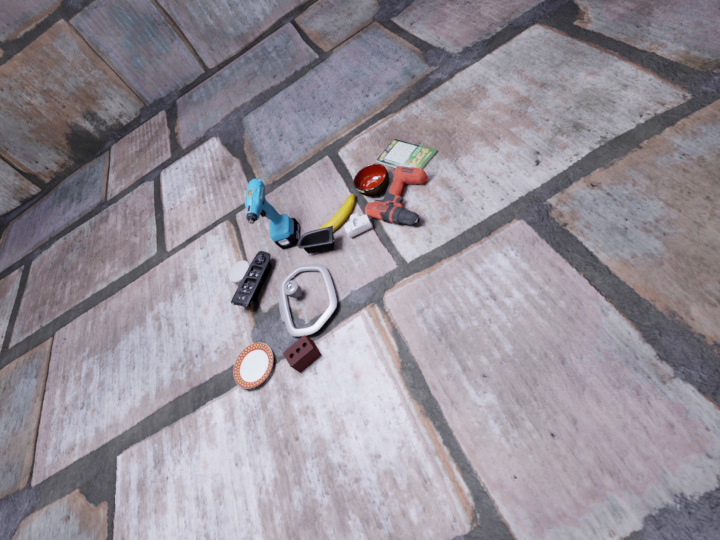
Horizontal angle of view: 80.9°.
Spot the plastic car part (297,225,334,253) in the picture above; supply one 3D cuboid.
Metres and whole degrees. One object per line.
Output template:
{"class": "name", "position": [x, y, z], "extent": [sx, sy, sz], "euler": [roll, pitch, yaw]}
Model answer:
{"class": "plastic car part", "position": [-0.127, -0.083, 1.297], "extent": [0.120, 0.067, 0.068], "euler": [-13, 53, 21]}

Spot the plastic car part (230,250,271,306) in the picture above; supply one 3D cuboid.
{"class": "plastic car part", "position": [-0.330, 0.030, 1.334], "extent": [0.069, 0.063, 0.205], "euler": [0, 58, 29]}

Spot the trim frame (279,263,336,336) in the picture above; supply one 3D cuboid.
{"class": "trim frame", "position": [-0.159, 0.080, 1.228], "extent": [0.186, 0.026, 0.260], "euler": [-29, 49, 9]}

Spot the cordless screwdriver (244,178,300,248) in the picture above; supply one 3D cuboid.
{"class": "cordless screwdriver", "position": [-0.278, -0.152, 1.318], "extent": [0.076, 0.235, 0.164], "euler": [-17, 51, 17]}
